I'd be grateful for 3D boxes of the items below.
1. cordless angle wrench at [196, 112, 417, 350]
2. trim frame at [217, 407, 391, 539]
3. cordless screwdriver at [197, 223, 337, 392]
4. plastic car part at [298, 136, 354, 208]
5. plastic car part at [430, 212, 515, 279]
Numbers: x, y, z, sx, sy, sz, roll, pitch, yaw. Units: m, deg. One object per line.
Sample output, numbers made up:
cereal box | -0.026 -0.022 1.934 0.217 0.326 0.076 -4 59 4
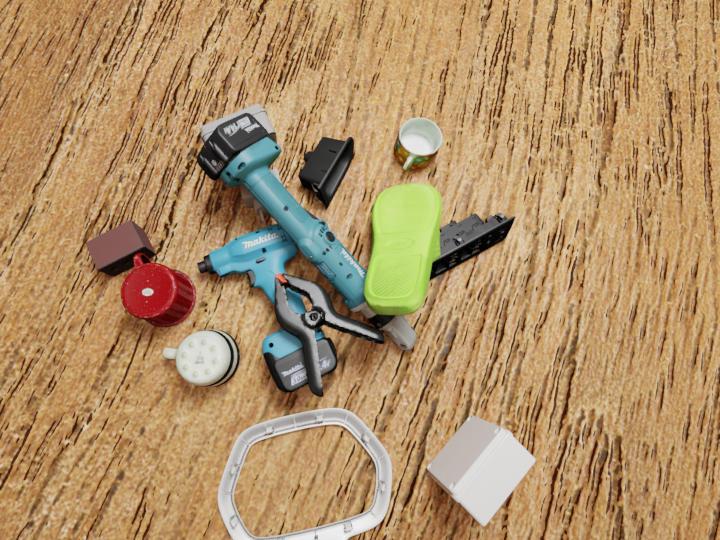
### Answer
cordless angle wrench | -0.061 -0.040 0.623 0.419 0.076 0.097 48 41 -5
trim frame | -0.077 0.299 0.595 0.246 0.027 0.187 -10 76 -6
cordless screwdriver | -0.140 0.058 0.636 0.158 0.073 0.255 -21 73 -7
plastic car part | -0.064 -0.176 0.710 0.073 0.063 0.117 19 72 16
plastic car part | 0.143 -0.039 0.672 0.201 0.064 0.069 -32 71 -9
